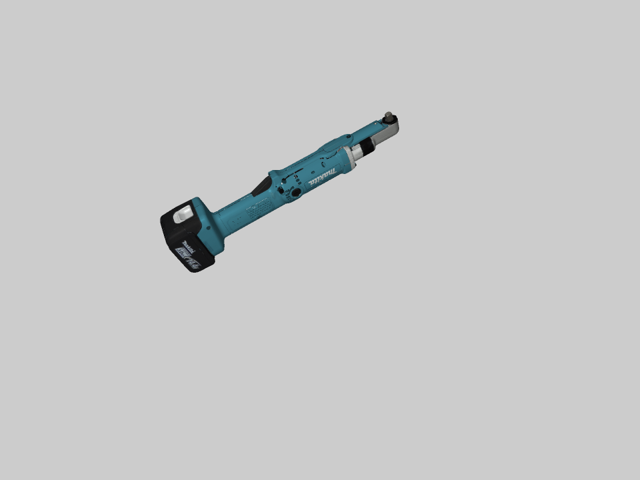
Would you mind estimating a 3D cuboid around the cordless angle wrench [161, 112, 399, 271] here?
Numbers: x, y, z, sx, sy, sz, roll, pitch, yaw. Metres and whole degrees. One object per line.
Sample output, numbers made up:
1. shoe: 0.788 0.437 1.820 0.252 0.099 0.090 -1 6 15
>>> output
1. cordless angle wrench: -0.052 -0.093 0.701 0.423 0.074 0.098 -30 -41 -5
